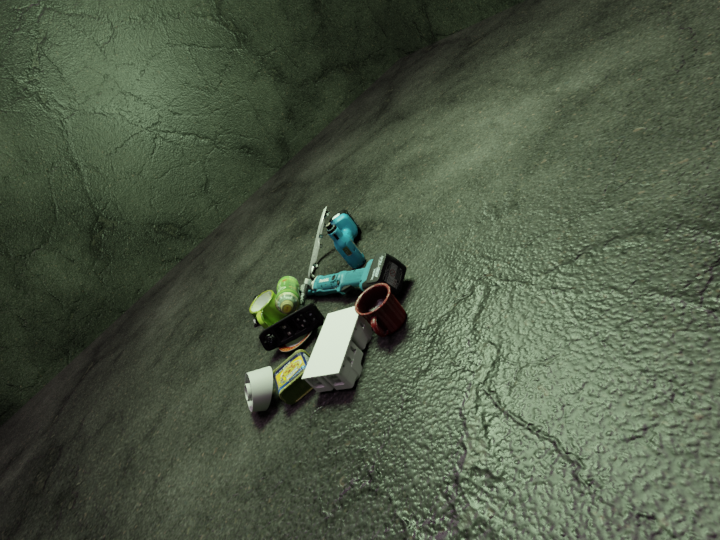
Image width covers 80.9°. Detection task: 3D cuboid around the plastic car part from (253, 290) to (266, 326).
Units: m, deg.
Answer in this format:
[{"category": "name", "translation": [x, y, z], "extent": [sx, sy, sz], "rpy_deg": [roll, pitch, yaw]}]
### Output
[{"category": "plastic car part", "translation": [-0.328, 0.116, 1.399], "extent": [0.068, 0.068, 0.118], "rpy_deg": [-22, 34, 31]}]

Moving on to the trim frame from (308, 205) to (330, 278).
[{"category": "trim frame", "translation": [-0.132, -0.086, 1.351], "extent": [0.186, 0.027, 0.245], "rpy_deg": [-83, 10, -69]}]

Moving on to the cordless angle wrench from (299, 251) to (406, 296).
[{"category": "cordless angle wrench", "translation": [-0.053, 0.034, 1.161], "extent": [0.439, 0.071, 0.099], "rpy_deg": [-11, 52, 53]}]

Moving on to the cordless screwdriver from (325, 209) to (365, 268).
[{"category": "cordless screwdriver", "translation": [-0.058, -0.122, 1.318], "extent": [0.075, 0.153, 0.256], "rpy_deg": [-35, 24, 12]}]

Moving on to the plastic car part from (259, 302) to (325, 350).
[{"category": "plastic car part", "translation": [-0.187, 0.146, 1.134], "extent": [0.206, 0.064, 0.068], "rpy_deg": [-31, 17, 17]}]
